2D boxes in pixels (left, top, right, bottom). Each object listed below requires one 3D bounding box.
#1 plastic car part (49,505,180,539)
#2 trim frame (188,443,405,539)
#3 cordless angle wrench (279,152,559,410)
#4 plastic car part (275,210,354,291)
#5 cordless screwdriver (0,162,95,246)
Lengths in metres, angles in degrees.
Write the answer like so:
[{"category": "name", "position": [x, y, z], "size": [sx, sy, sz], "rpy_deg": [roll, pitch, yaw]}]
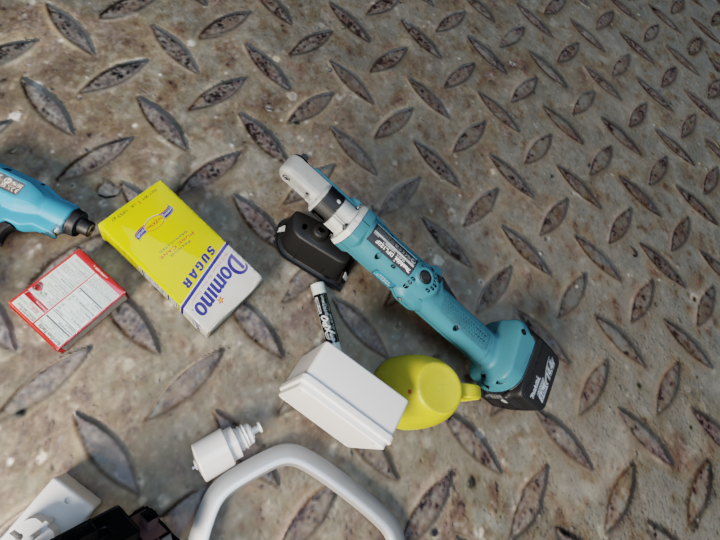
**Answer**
[{"category": "plastic car part", "position": [-0.236, 0.241, 0.320], "size": [0.070, 0.066, 0.195], "rpy_deg": [21, 20, 31]}, {"category": "trim frame", "position": [-0.058, 0.300, 0.433], "size": [0.248, 0.028, 0.184], "rpy_deg": [36, 62, -2]}, {"category": "cordless angle wrench", "position": [0.065, 0.013, 0.518], "size": [0.415, 0.076, 0.098], "rpy_deg": [41, 62, -9]}, {"category": "plastic car part", "position": [-0.053, -0.035, 0.546], "size": [0.115, 0.071, 0.066], "rpy_deg": [31, 62, -8]}, {"category": "cordless screwdriver", "position": [-0.406, 0.002, 0.427], "size": [0.157, 0.074, 0.251], "rpy_deg": [24, 60, -7]}]
